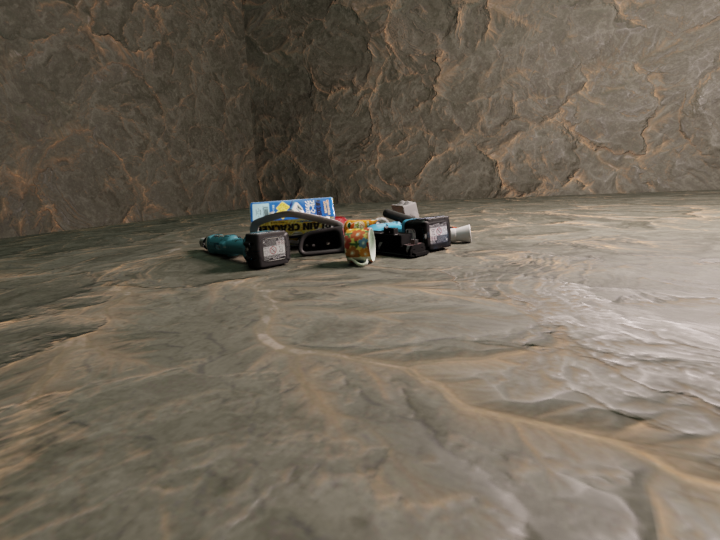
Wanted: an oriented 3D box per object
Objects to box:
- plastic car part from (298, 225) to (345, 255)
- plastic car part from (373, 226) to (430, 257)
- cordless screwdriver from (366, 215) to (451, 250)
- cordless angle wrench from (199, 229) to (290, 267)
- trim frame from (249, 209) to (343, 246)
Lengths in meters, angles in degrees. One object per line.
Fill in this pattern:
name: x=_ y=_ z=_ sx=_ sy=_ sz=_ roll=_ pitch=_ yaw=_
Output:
plastic car part: x=-0.102 y=-0.067 z=1.046 sx=0.115 sy=0.066 sz=0.071 roll=-9 pitch=-4 yaw=-11
plastic car part: x=0.056 y=-0.066 z=0.980 sx=0.064 sy=0.066 sz=0.213 roll=-21 pitch=18 yaw=-40
cordless screwdriver: x=0.094 y=-0.092 z=1.055 sx=0.154 sy=0.074 sz=0.259 roll=-10 pitch=9 yaw=-28
cordless angle wrench: x=-0.323 y=-0.064 z=1.066 sx=0.094 sy=0.073 sz=0.444 roll=-12 pitch=12 yaw=-38
trim frame: x=-0.158 y=-0.103 z=1.064 sx=0.237 sy=0.028 sz=0.188 roll=7 pitch=-23 yaw=-35
